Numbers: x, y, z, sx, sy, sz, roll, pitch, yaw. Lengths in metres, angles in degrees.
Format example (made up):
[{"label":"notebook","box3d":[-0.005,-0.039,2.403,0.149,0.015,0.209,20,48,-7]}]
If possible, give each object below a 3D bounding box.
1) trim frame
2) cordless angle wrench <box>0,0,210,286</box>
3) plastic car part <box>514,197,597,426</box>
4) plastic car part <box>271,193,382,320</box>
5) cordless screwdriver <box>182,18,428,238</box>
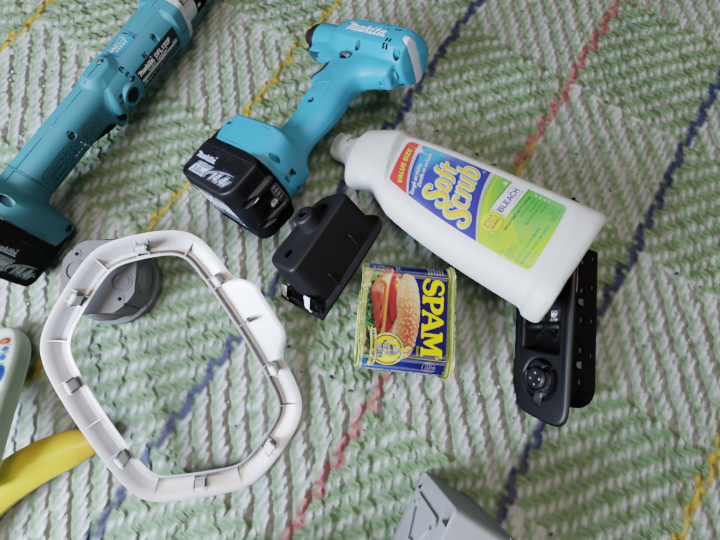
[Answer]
[{"label":"trim frame","box3d":[-0.157,0.084,0.368,0.182,0.028,0.247,-32,92,-14]},{"label":"cordless angle wrench","box3d":[-0.257,-0.189,0.438,0.075,0.096,0.424,25,74,5]},{"label":"plastic car part","box3d":[0.187,0.040,0.400,0.064,0.068,0.205,20,73,-25]},{"label":"plastic car part","box3d":[-0.039,-0.025,0.394,0.070,0.067,0.116,21,73,45]},{"label":"cordless screwdriver","box3d":[-0.068,-0.162,0.430,0.248,0.070,0.168,-48,53,-8]}]
